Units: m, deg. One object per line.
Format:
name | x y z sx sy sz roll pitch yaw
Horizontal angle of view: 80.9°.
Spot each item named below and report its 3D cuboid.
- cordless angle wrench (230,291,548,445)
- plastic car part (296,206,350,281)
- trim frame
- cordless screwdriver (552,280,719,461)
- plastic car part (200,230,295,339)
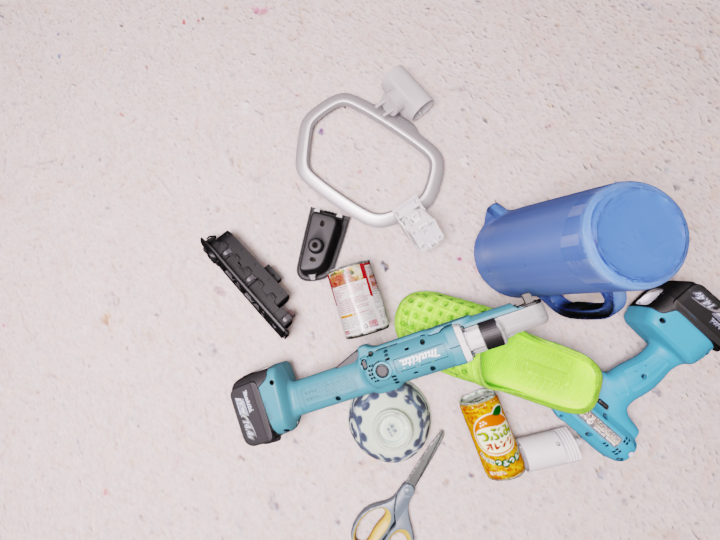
cordless angle wrench | 0.030 0.126 0.561 0.429 0.072 0.099 -22 82 14
plastic car part | -0.062 -0.041 0.638 0.067 0.070 0.117 14 82 5
trim frame | 0.011 -0.178 0.671 0.254 0.027 0.184 35 88 10
cordless screwdriver | 0.360 0.114 0.577 0.162 0.073 0.249 42 92 8
plastic car part | -0.167 0.011 0.645 0.206 0.065 0.067 42 78 8
